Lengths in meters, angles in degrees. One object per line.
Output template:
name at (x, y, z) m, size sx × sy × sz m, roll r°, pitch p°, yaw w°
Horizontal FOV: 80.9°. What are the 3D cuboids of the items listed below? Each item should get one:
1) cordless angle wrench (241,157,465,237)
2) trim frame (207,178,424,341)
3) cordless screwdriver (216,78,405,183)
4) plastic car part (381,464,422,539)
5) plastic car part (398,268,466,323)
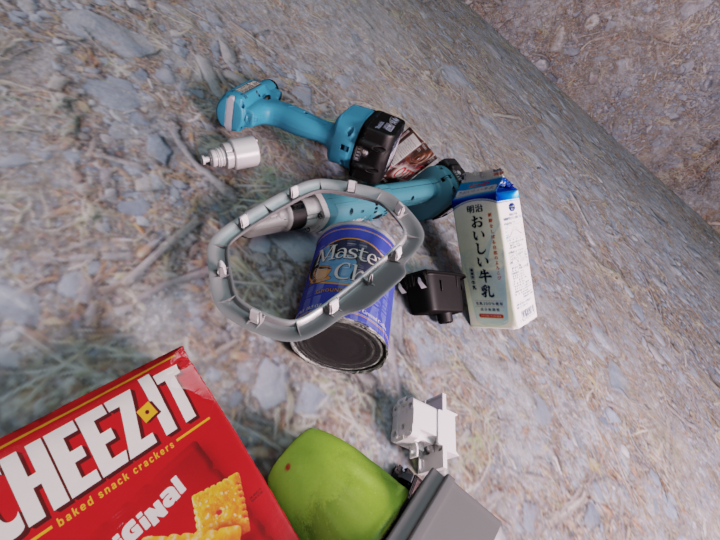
cordless angle wrench at (0.012, -0.099, 0.613) m, size 0.407 × 0.099 × 0.076 m, roll -17°, pitch 75°, yaw -41°
trim frame at (-0.043, -0.028, 0.441) m, size 0.193 × 0.027 × 0.243 m, roll 37°, pitch 54°, yaw 25°
cordless screwdriver at (-0.065, -0.219, 0.613) m, size 0.252 × 0.073 × 0.160 m, roll 19°, pitch 37°, yaw 5°
plastic car part at (0.033, 0.269, 0.357) m, size 0.065 × 0.068 × 0.200 m, roll 50°, pitch 44°, yaw -8°
plastic car part at (0.111, 0.040, 0.605) m, size 0.111 × 0.068 × 0.072 m, roll 9°, pitch 69°, yaw -38°
